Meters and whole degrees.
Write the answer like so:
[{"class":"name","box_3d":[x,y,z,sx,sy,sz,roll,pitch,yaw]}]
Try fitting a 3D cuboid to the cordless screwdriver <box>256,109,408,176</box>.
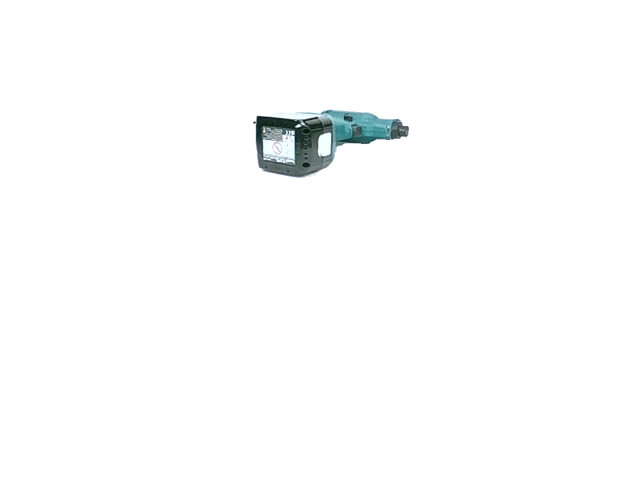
[{"class":"cordless screwdriver","box_3d":[0.024,-0.160,0.648,0.160,0.074,0.247,13,26,26]}]
